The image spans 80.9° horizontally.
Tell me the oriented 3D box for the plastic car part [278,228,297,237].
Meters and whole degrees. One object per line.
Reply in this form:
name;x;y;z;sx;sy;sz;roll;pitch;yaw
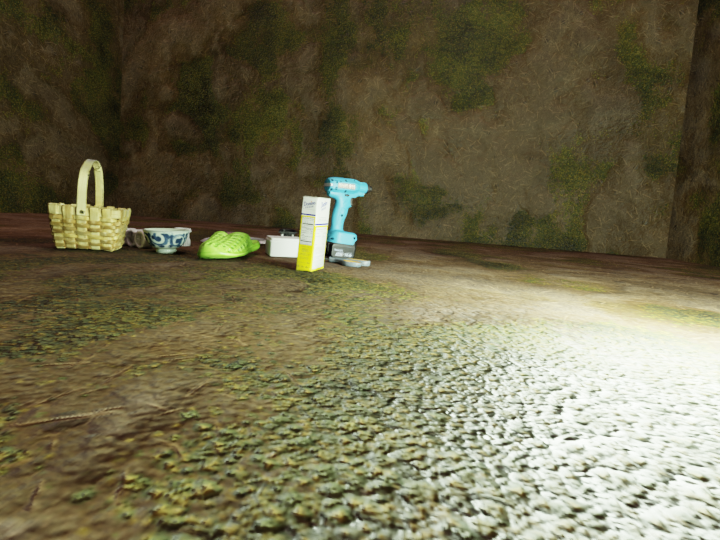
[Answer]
plastic car part;-0.262;-0.112;1.512;0.065;0.070;0.119;3;7;-10

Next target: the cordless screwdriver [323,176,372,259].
cordless screwdriver;-0.041;-0.160;1.310;0.153;0.247;0.078;1;6;-29

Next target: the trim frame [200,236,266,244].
trim frame;-0.445;-0.103;1.511;0.239;0.027;0.192;0;8;-27
